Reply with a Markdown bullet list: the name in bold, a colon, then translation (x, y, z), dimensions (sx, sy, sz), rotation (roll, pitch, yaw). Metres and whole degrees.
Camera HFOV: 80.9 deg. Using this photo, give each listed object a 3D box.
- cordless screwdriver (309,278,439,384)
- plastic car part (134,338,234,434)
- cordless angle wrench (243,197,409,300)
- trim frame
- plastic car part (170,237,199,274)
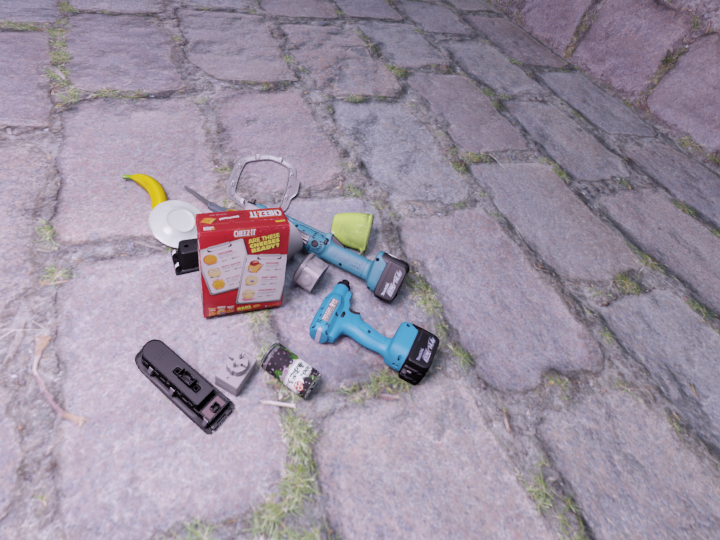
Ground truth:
- **cordless screwdriver**: translation (0.033, 0.117, 0.874), dimensions (0.254, 0.073, 0.159), rotation (22, 48, 9)
- **plastic car part**: translation (-0.314, 0.188, 0.732), dimensions (0.210, 0.065, 0.066), rotation (33, 56, 17)
- **cordless angle wrench**: translation (-0.097, -0.063, 0.987), dimensions (0.436, 0.098, 0.072), rotation (27, 7, 15)
- **trim frame**: translation (-0.258, -0.240, 1.139), dimensions (0.182, 0.027, 0.255), rotation (11, 46, -7)
- **plastic car part**: translation (-0.348, -0.044, 0.915), dimensions (0.113, 0.070, 0.069), rotation (-14, 57, -22)
